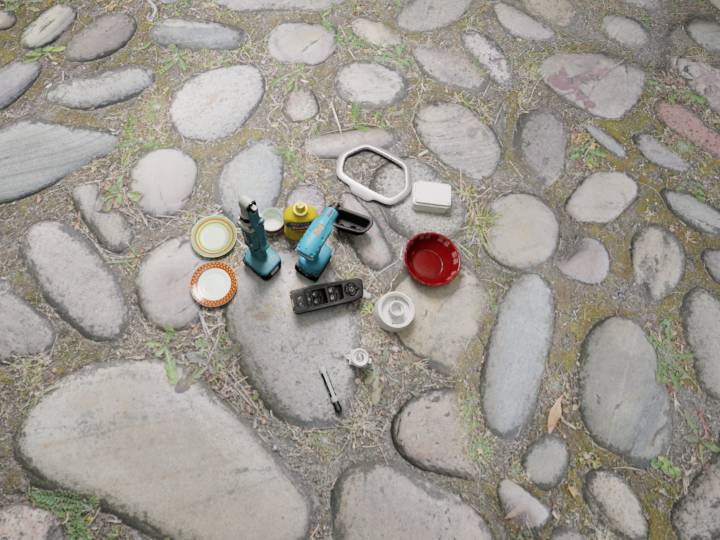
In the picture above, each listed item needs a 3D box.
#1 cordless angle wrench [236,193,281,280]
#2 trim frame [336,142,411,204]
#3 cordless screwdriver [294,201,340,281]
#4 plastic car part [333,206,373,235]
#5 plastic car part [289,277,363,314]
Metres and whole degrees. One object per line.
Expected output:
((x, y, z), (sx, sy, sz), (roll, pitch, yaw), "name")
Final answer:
((-0.251, -0.078, 1.015), (0.099, 0.418, 0.074), (39, 72, 5), "cordless angle wrench")
((0.043, -0.302, 1.316), (0.253, 0.027, 0.184), (30, 72, 8), "trim frame")
((-0.109, -0.071, 1.110), (0.075, 0.246, 0.159), (30, 72, 2), "cordless screwdriver")
((-0.027, -0.132, 1.228), (0.117, 0.070, 0.066), (20, 71, 3), "plastic car part")
((-0.089, 0.071, 1.154), (0.201, 0.066, 0.068), (-13, 73, -7), "plastic car part")
